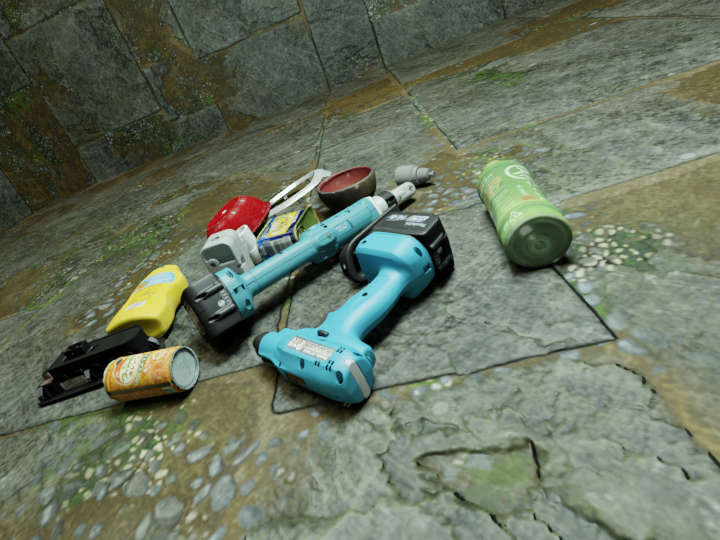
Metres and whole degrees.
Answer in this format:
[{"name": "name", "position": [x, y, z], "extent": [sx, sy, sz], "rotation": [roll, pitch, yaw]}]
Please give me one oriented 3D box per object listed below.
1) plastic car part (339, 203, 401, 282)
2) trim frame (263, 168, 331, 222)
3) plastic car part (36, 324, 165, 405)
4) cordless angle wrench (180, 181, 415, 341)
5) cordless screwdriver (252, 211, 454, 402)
[{"name": "plastic car part", "position": [0.011, -0.034, 0.604], "extent": [0.115, 0.065, 0.073], "rotation": [-38, 13, -18]}, {"name": "trim frame", "position": [-0.144, -0.163, 0.909], "extent": [0.186, 0.027, 0.253], "rotation": [-33, 18, 9]}, {"name": "plastic car part", "position": [-0.380, 0.128, 0.615], "extent": [0.205, 0.065, 0.068], "rotation": [-17, 21, 7]}, {"name": "cordless angle wrench", "position": [-0.063, -0.041, 0.644], "extent": [0.415, 0.074, 0.100], "rotation": [-34, 1, -27]}, {"name": "cordless screwdriver", "position": [-0.007, 0.029, 0.496], "extent": [0.167, 0.071, 0.246], "rotation": [6, 44, 42]}]
